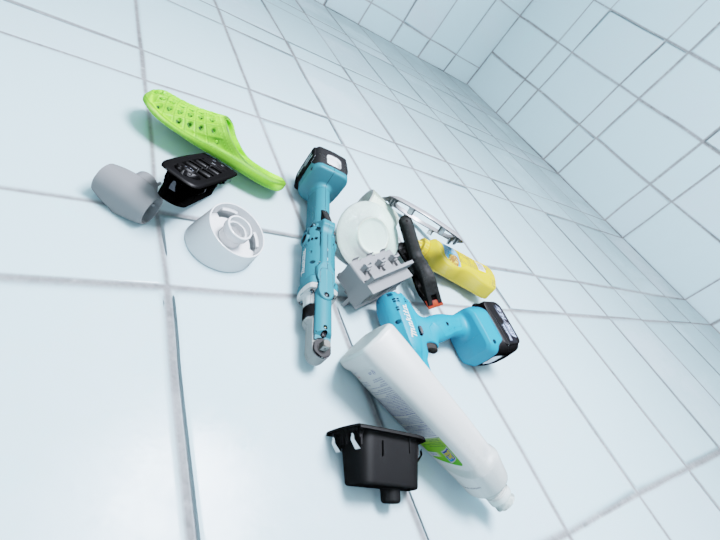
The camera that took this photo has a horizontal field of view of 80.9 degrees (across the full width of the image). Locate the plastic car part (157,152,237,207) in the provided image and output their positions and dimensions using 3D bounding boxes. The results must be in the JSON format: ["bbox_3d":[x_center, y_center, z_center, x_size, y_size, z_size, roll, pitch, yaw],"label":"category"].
[{"bbox_3d":[-0.240,-0.131,0.610,0.065,0.067,0.207,39,8,-13],"label":"plastic car part"}]

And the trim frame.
[{"bbox_3d":[0.121,-0.104,0.863,0.186,0.027,0.247,33,7,2],"label":"trim frame"}]

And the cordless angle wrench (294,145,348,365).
[{"bbox_3d":[-0.066,-0.043,0.672,0.071,0.098,0.437,22,41,-24],"label":"cordless angle wrench"}]

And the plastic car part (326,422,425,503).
[{"bbox_3d":[0.026,0.216,0.467,0.111,0.067,0.073,24,52,-25],"label":"plastic car part"}]

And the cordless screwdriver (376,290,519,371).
[{"bbox_3d":[0.146,0.119,0.672,0.238,0.075,0.166,7,49,-31],"label":"cordless screwdriver"}]
